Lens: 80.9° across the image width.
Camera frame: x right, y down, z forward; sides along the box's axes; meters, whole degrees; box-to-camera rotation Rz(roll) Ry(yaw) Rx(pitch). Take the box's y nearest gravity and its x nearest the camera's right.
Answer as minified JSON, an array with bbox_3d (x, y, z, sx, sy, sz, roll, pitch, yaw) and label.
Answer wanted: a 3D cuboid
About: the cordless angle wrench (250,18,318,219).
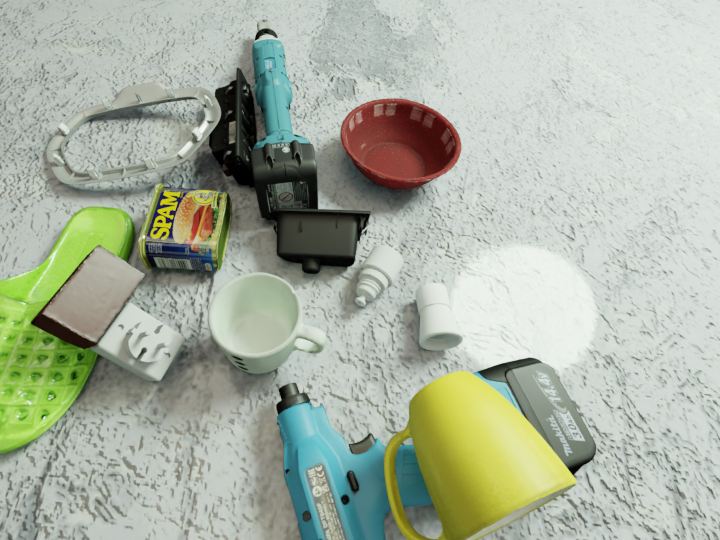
[{"bbox_3d":[-0.127,-0.260,0.619,0.074,0.095,0.440,-8,55,-8],"label":"cordless angle wrench"}]

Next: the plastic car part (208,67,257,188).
[{"bbox_3d":[-0.178,-0.202,0.598,0.068,0.063,0.209,-15,57,15],"label":"plastic car part"}]

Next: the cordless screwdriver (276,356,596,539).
[{"bbox_3d":[0.053,0.143,0.375,0.246,0.072,0.166,-19,60,-10],"label":"cordless screwdriver"}]

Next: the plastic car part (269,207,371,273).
[{"bbox_3d":[-0.048,-0.032,0.495,0.117,0.065,0.072,0,72,0],"label":"plastic car part"}]

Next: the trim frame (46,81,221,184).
[{"bbox_3d":[-0.312,-0.194,0.578,0.250,0.026,0.191,-10,55,5],"label":"trim frame"}]
